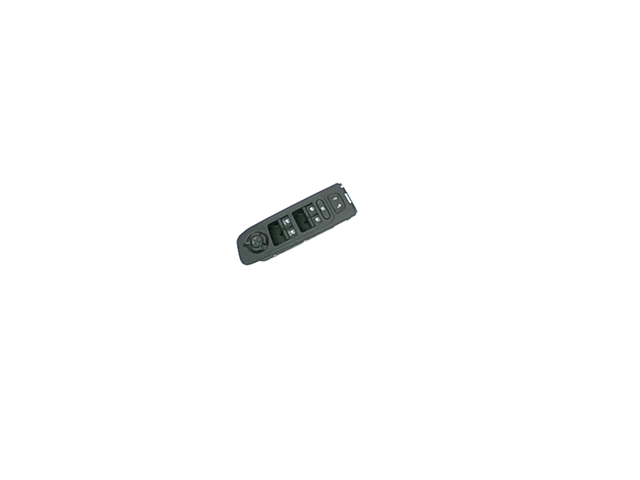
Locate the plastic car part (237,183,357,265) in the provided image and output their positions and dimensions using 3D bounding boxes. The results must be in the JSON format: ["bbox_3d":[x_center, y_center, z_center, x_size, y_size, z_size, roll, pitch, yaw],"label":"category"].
[{"bbox_3d":[-0.043,-0.020,0.706,0.203,0.066,0.067,-26,-13,-5],"label":"plastic car part"}]
